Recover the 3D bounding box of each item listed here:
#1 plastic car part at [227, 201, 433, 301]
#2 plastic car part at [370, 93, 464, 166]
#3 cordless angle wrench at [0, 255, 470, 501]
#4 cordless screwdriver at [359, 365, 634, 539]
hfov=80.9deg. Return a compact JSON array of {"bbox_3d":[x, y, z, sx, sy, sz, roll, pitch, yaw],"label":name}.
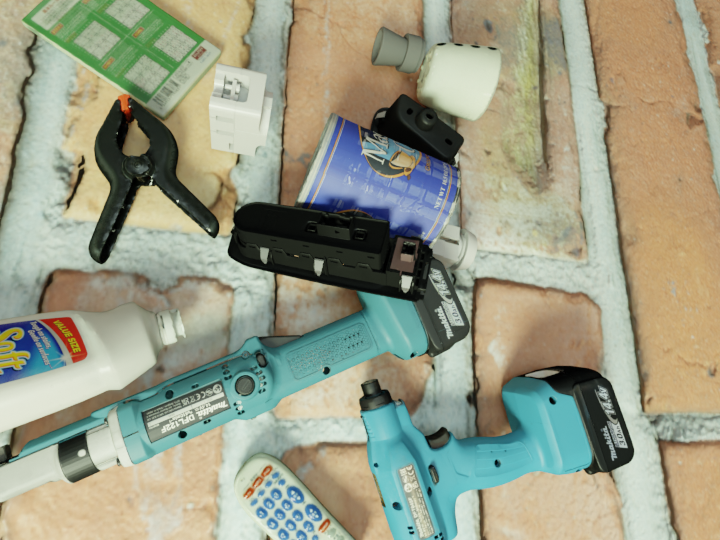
[{"bbox_3d":[-0.039,-0.025,0.396,0.209,0.064,0.067,8,60,18],"label":"plastic car part"},{"bbox_3d":[0.069,-0.155,0.488,0.115,0.072,0.066,40,70,-6],"label":"plastic car part"},{"bbox_3d":[-0.105,0.100,0.386,0.416,0.075,0.099,-21,83,-15],"label":"cordless angle wrench"},{"bbox_3d":[0.125,0.155,0.421,0.245,0.074,0.161,-17,81,-13],"label":"cordless screwdriver"}]
